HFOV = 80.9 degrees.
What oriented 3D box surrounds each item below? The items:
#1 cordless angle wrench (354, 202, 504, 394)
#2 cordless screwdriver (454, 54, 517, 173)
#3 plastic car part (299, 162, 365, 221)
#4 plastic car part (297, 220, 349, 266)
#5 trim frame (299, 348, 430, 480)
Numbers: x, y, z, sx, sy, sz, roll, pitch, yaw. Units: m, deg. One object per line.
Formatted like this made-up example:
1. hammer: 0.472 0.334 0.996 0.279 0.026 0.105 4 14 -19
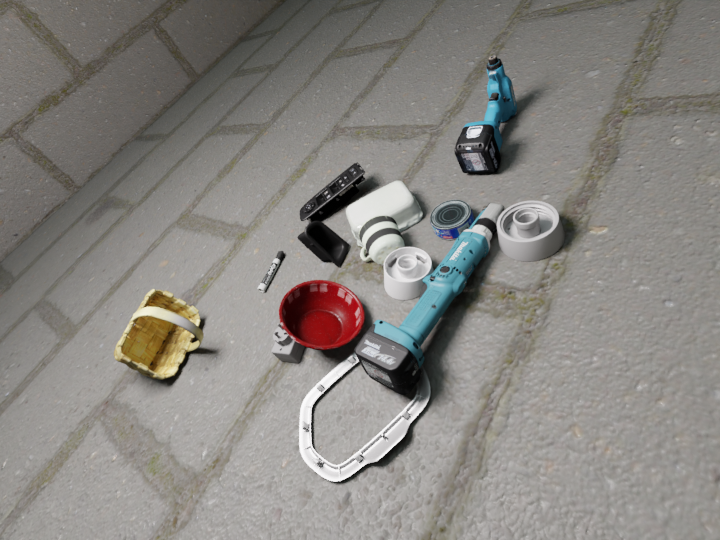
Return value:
1. cordless angle wrench: 0.151 0.017 0.744 0.103 0.071 0.420 17 56 41
2. cordless screwdriver: 0.282 -0.344 0.937 0.078 0.151 0.249 6 57 37
3. plastic car part: -0.070 -0.189 1.087 0.204 0.063 0.070 -34 48 7
4. plastic car part: -0.094 -0.062 0.966 0.073 0.112 0.066 -22 35 52
5. trim frame: -0.001 0.222 0.696 0.247 0.026 0.195 -39 43 -7
